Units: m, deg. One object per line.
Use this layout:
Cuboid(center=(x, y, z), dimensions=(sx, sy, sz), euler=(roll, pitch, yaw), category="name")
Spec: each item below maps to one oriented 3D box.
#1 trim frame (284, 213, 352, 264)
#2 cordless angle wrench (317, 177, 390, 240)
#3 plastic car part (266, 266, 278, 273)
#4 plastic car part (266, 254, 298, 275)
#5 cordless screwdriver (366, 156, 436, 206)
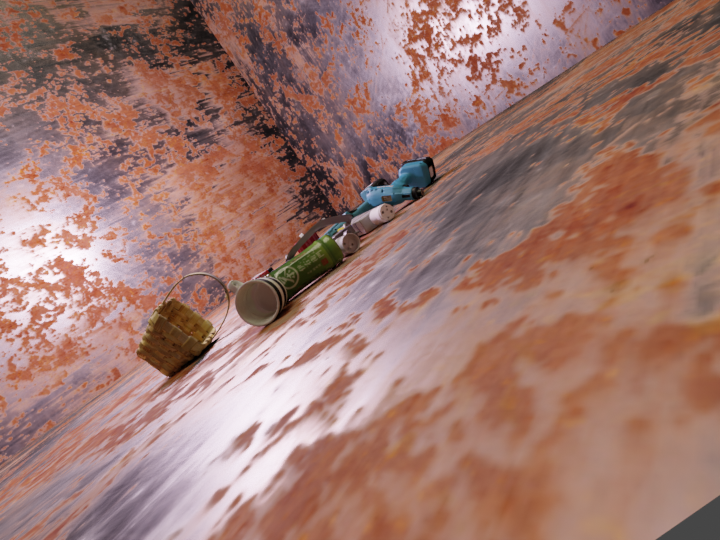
Cuboid(center=(-0.105, -0.069, 1.072), dimensions=(0.241, 0.028, 0.184), euler=(-26, -26, -57), category="trim frame")
Cuboid(center=(-0.040, -0.145, 1.331), dimensions=(0.418, 0.097, 0.076), euler=(-45, 10, -32), category="cordless angle wrench")
Cuboid(center=(-0.249, 0.026, 1.219), dimensions=(0.119, 0.070, 0.065), euler=(-32, 7, 40), category="plastic car part")
Cuboid(center=(-0.194, 0.038, 1.016), dimensions=(0.209, 0.063, 0.068), euler=(-26, 36, 41), category="plastic car part")
Cuboid(center=(0.143, -0.248, 1.185), dimensions=(0.167, 0.072, 0.244), euler=(2, 30, 37), category="cordless screwdriver")
